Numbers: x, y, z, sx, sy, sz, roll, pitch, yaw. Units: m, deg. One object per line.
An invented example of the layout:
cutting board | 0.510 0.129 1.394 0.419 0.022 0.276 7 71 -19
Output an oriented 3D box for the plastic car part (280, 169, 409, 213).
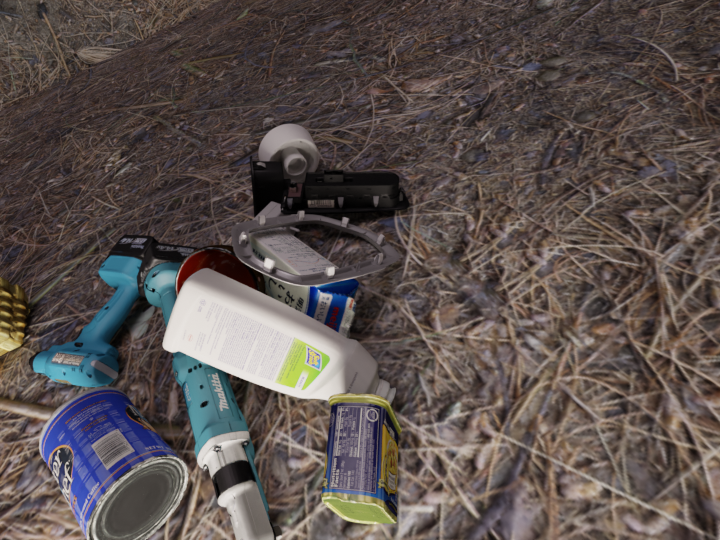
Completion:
plastic car part | -0.024 -0.129 0.671 0.204 0.065 0.068 3 36 2

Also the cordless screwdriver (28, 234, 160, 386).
cordless screwdriver | -0.414 0.059 0.681 0.165 0.071 0.253 -2 53 21

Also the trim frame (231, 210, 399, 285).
trim frame | -0.055 -0.036 0.558 0.194 0.027 0.238 33 29 32

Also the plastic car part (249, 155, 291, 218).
plastic car part | -0.156 -0.141 0.737 0.069 0.114 0.069 -3 43 -15

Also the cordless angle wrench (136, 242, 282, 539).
cordless angle wrench | -0.196 0.122 0.523 0.446 0.093 0.074 52 123 40
